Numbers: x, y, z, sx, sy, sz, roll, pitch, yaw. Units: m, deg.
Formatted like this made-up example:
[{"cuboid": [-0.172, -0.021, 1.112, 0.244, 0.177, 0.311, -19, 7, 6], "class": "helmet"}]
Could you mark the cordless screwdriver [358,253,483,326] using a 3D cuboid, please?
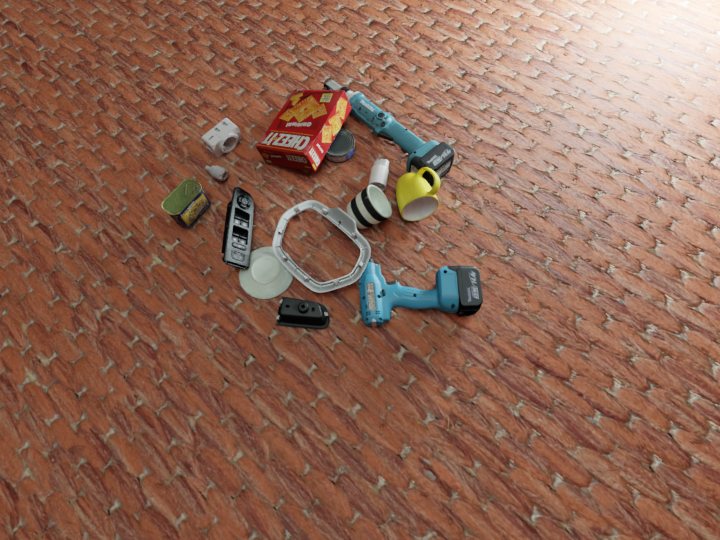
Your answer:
[{"cuboid": [0.121, 0.030, 0.900, 0.251, 0.072, 0.163, -6, 66, 7], "class": "cordless screwdriver"}]

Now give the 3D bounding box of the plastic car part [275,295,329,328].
[{"cuboid": [-0.125, 0.085, 0.900, 0.119, 0.068, 0.067, 5, 69, 10], "class": "plastic car part"}]

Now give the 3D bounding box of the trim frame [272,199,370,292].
[{"cuboid": [-0.094, -0.061, 0.957, 0.183, 0.026, 0.260, -45, 64, -7], "class": "trim frame"}]

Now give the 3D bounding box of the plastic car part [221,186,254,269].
[{"cuboid": [-0.293, -0.099, 1.004, 0.063, 0.069, 0.207, 16, 64, -34], "class": "plastic car part"}]

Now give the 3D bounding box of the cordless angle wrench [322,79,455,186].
[{"cuboid": [0.052, -0.380, 1.091, 0.097, 0.072, 0.441, -40, 66, -13], "class": "cordless angle wrench"}]
